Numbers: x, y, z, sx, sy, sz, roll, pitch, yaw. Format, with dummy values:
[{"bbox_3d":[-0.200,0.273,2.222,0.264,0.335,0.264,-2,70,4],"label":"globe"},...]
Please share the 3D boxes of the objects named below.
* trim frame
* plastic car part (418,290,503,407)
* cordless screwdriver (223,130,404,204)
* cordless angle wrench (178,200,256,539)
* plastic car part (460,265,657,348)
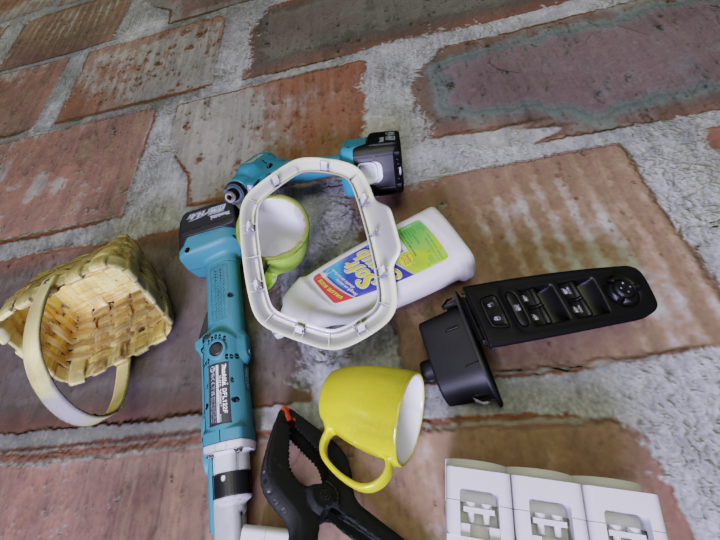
[{"bbox_3d":[-0.049,-0.032,0.499,0.183,0.027,0.256,-10,66,-4],"label":"trim frame"},{"bbox_3d":[0.099,0.093,0.460,0.072,0.062,0.120,-21,58,18],"label":"plastic car part"},{"bbox_3d":[-0.066,-0.138,0.605,0.255,0.072,0.160,-2,28,15],"label":"cordless screwdriver"},{"bbox_3d":[-0.167,0.103,0.517,0.099,0.071,0.439,-17,58,4],"label":"cordless angle wrench"},{"bbox_3d":[0.205,0.043,0.441,0.201,0.065,0.069,-11,51,-6],"label":"plastic car part"}]
